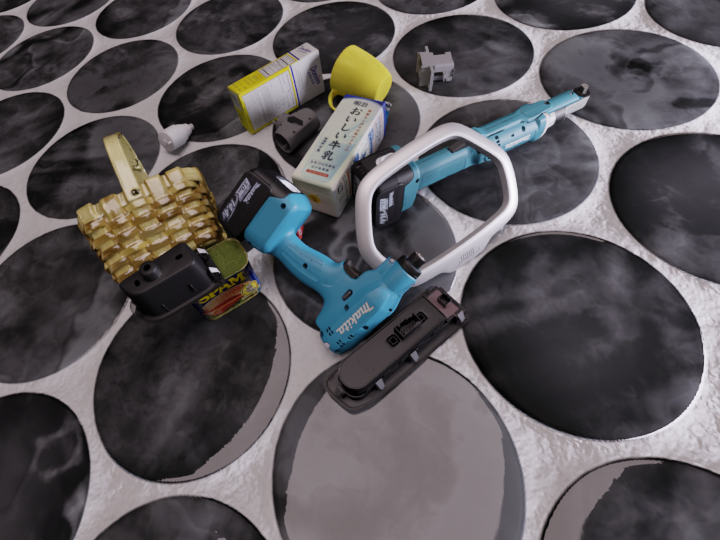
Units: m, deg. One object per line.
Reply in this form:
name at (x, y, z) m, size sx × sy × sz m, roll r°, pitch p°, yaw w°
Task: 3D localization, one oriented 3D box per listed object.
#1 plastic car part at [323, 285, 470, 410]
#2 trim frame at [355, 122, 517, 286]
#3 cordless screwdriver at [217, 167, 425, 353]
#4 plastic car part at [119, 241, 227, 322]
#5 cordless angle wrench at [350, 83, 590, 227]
plastic car part at (0.045, 0.091, 0.516) m, size 0.201 × 0.065 × 0.069 m, roll -39°, pitch 69°, yaw -11°
trim frame at (0.103, -0.086, 0.569) m, size 0.247 × 0.028 × 0.181 m, roll -36°, pitch 98°, yaw -9°
cordless screwdriver at (-0.052, -0.034, 0.536) m, size 0.254 × 0.072 × 0.160 m, roll 47°, pitch 106°, yaw 10°
plastic car part at (-0.234, 0.010, 0.509) m, size 0.115 × 0.068 × 0.069 m, roll -33°, pitch 60°, yaw -15°
cordless angle wrench at (0.186, -0.197, 0.658) m, size 0.418 × 0.094 × 0.078 m, roll -26°, pitch 60°, yaw -12°
